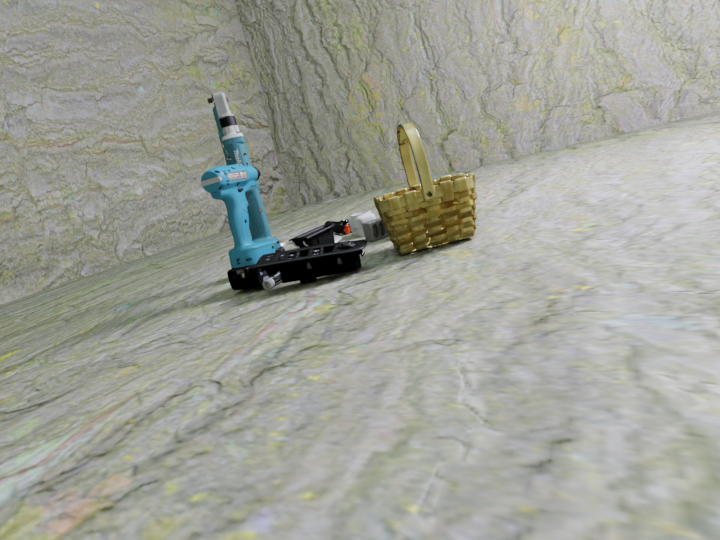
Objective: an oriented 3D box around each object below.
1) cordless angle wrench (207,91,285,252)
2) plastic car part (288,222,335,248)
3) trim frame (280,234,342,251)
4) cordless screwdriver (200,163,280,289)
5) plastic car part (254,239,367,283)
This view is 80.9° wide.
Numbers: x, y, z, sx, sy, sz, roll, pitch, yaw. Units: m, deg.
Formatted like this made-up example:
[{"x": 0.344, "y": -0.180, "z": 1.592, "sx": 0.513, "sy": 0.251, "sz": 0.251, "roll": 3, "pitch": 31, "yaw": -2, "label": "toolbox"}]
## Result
[{"x": -0.271, "y": -0.203, "z": 0.986, "sx": 0.097, "sy": 0.417, "sz": 0.076, "roll": -16, "pitch": 9, "yaw": -10, "label": "cordless angle wrench"}, {"x": -0.095, "y": -0.062, "z": 0.973, "sx": 0.069, "sy": 0.070, "sz": 0.113, "roll": -3, "pitch": 16, "yaw": 46, "label": "plastic car part"}, {"x": -0.167, "y": -0.064, "z": 1.152, "sx": 0.258, "sy": 0.027, "sz": 0.180, "roll": -7, "pitch": 15, "yaw": 31, "label": "trim frame"}, {"x": -0.227, "y": -0.094, "z": 0.863, "sx": 0.077, "sy": 0.245, "sz": 0.156, "roll": -10, "pitch": 11, "yaw": 25, "label": "cordless screwdriver"}, {"x": -0.084, "y": -0.013, "z": 0.765, "sx": 0.205, "sy": 0.066, "sz": 0.067, "roll": -13, "pitch": 11, "yaw": 7, "label": "plastic car part"}]
